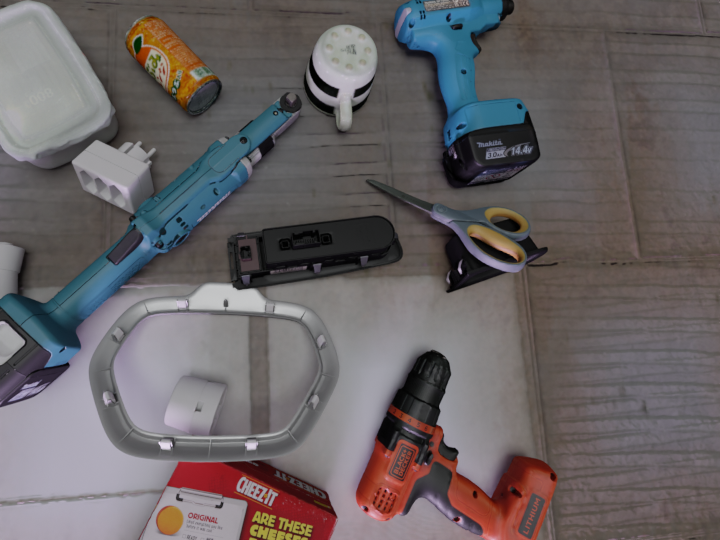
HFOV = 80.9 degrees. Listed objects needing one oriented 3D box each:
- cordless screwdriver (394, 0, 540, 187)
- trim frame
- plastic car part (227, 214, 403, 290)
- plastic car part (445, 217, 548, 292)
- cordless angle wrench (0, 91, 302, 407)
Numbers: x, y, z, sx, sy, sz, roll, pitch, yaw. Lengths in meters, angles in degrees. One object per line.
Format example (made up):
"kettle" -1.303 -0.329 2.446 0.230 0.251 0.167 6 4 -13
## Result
"cordless screwdriver" 0.152 -0.236 0.530 0.157 0.074 0.252 -14 80 -10
"trim frame" -0.143 0.093 0.429 0.246 0.027 0.190 2 50 -6
"plastic car part" -0.047 -0.031 0.478 0.199 0.066 0.068 -7 67 -13
"plastic car part" 0.151 -0.028 0.507 0.115 0.065 0.073 -21 73 -14
"cordless angle wrench" -0.211 -0.051 0.451 0.074 0.099 0.421 43 74 -4
